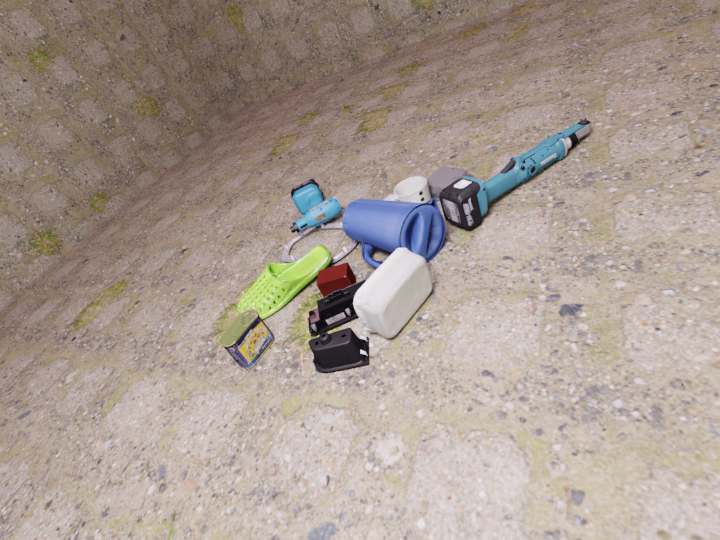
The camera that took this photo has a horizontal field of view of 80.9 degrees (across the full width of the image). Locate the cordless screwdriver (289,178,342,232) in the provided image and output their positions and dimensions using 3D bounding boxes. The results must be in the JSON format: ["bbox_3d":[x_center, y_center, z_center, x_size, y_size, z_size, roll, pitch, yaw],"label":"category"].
[{"bbox_3d":[-0.164,-0.195,1.298,0.159,0.071,0.260,-31,31,-4],"label":"cordless screwdriver"}]

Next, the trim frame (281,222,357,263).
[{"bbox_3d":[-0.114,-0.074,1.162,0.261,0.026,0.184,5,48,38],"label":"trim frame"}]

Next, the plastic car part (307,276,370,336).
[{"bbox_3d":[-0.025,0.064,0.892,0.205,0.064,0.068,-21,26,7],"label":"plastic car part"}]

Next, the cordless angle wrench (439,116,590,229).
[{"bbox_3d":[0.375,-0.238,0.976,0.419,0.094,0.078,-32,32,-12],"label":"cordless angle wrench"}]

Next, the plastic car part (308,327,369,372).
[{"bbox_3d":[-0.048,0.144,0.793,0.119,0.068,0.067,-15,33,15],"label":"plastic car part"}]
